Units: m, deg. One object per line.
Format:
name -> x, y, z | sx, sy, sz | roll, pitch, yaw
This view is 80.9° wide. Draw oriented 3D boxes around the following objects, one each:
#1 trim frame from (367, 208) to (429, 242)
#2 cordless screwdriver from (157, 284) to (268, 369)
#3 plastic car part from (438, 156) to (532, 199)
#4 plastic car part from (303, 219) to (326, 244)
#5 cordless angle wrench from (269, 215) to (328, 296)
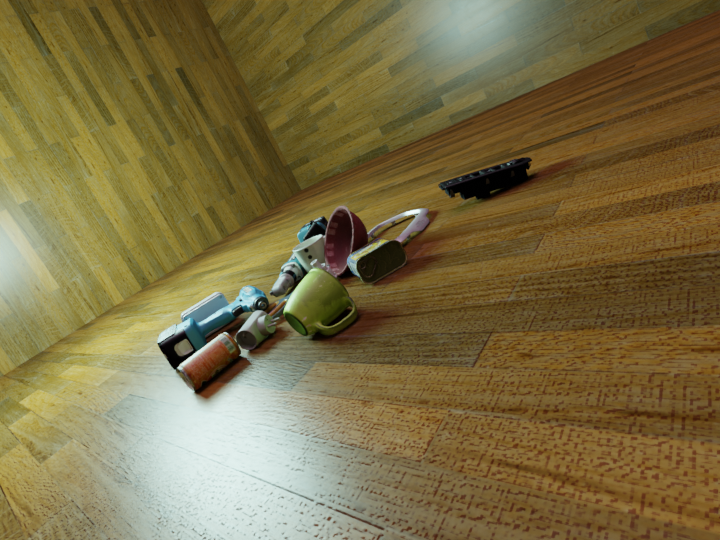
trim frame -> 0.075, -0.091, 1.029 | 0.191, 0.027, 0.245 | -16, 19, 37
cordless screwdriver -> -0.318, 0.119, 0.936 | 0.245, 0.073, 0.165 | -33, 17, -18
plastic car part -> 0.286, -0.201, 0.949 | 0.205, 0.066, 0.066 | -20, 9, 11
plastic car part -> -0.111, -0.073, 1.138 | 0.071, 0.112, 0.068 | -56, 21, -13
cordless angle wrench -> -0.163, -0.040, 1.176 | 0.100, 0.072, 0.426 | -23, 20, 18
